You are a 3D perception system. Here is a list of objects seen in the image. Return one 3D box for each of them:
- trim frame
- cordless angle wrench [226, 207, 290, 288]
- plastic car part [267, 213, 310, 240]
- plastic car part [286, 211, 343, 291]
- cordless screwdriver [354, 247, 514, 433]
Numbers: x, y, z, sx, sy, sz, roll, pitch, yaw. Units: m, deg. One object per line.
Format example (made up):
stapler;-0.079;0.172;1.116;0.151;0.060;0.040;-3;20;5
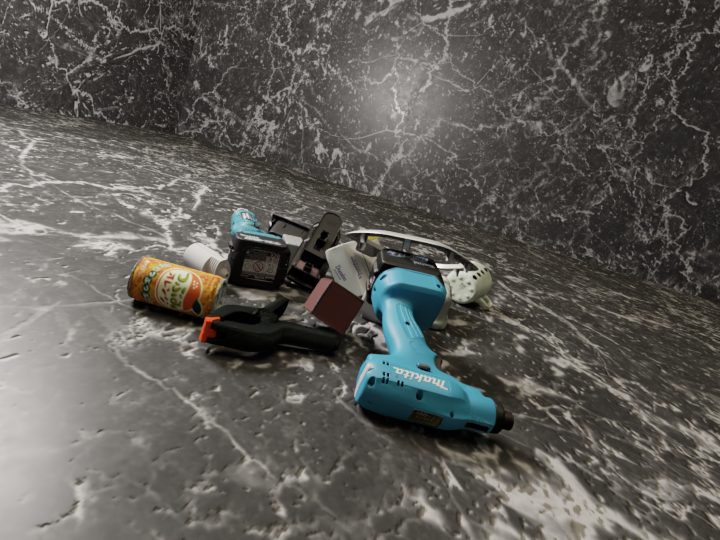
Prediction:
trim frame;0.083;-0.025;0.683;0.194;0.027;0.235;10;-5;36
cordless angle wrench;-0.225;-0.075;0.843;0.095;0.074;0.441;10;14;-22
plastic car part;-0.153;-0.063;0.900;0.119;0.065;0.070;22;30;10
plastic car part;-0.076;-0.049;0.774;0.067;0.066;0.205;20;33;0
cordless screwdriver;0.079;0.077;0.511;0.158;0.073;0.254;14;32;-5
